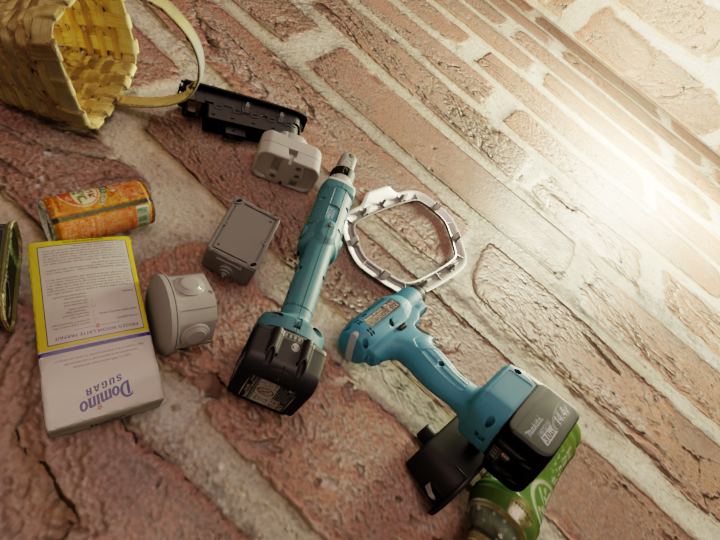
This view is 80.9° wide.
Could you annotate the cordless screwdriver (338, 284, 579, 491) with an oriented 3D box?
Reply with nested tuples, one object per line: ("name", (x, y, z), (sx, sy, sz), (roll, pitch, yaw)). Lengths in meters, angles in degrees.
("cordless screwdriver", (0.113, 0.110, 0.498), (0.261, 0.073, 0.155), (33, 43, 28))

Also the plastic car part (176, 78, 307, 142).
("plastic car part", (-0.173, -0.229, 0.643), (0.195, 0.067, 0.069), (2, 68, -28))

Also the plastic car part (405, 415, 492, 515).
("plastic car part", (0.100, 0.206, 0.479), (0.113, 0.065, 0.074), (-20, 55, -35))

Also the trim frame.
("trim frame", (0.077, -0.057, 0.676), (0.241, 0.027, 0.190), (-24, 70, -37))

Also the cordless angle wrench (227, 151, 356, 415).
("cordless angle wrench", (-0.054, -0.035, 0.550), (0.073, 0.098, 0.430), (24, 46, -11))
